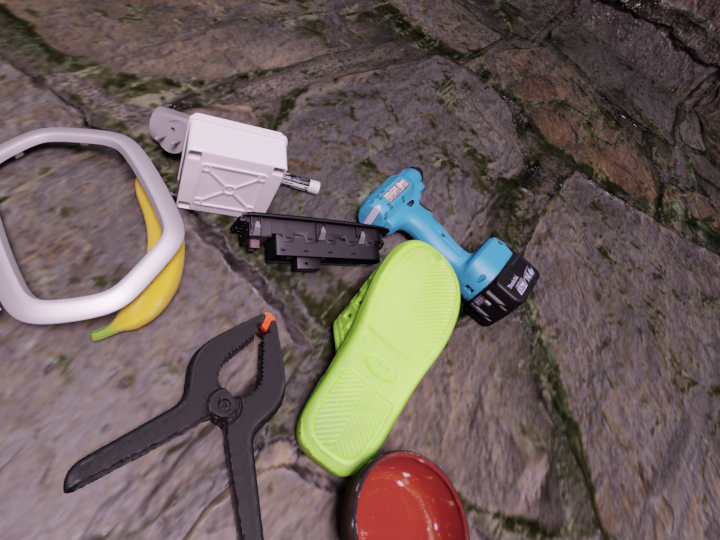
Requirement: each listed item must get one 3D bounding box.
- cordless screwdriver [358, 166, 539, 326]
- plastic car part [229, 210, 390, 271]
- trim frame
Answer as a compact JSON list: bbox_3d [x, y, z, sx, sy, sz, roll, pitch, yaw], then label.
[{"bbox_3d":[0.129,-0.050,0.610,0.253,0.074,0.157,39,49,8],"label":"cordless screwdriver"},{"bbox_3d":[-0.050,-0.033,0.514,0.195,0.067,0.069,-2,70,-28],"label":"plastic car part"},{"bbox_3d":[-0.285,-0.058,0.417,0.180,0.027,0.258,-27,67,-26],"label":"trim frame"}]
